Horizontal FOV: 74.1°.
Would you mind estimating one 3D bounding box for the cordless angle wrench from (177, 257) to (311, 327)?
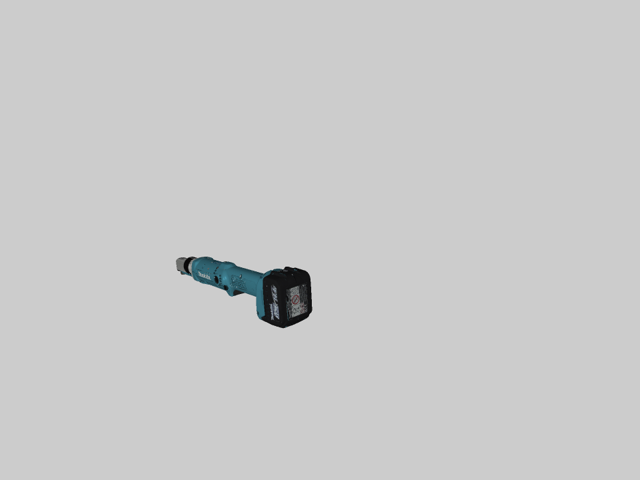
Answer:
[{"bbox_3d":[-0.189,0.078,0.871,0.074,0.098,0.423,-15,17,-43],"label":"cordless angle wrench"}]
